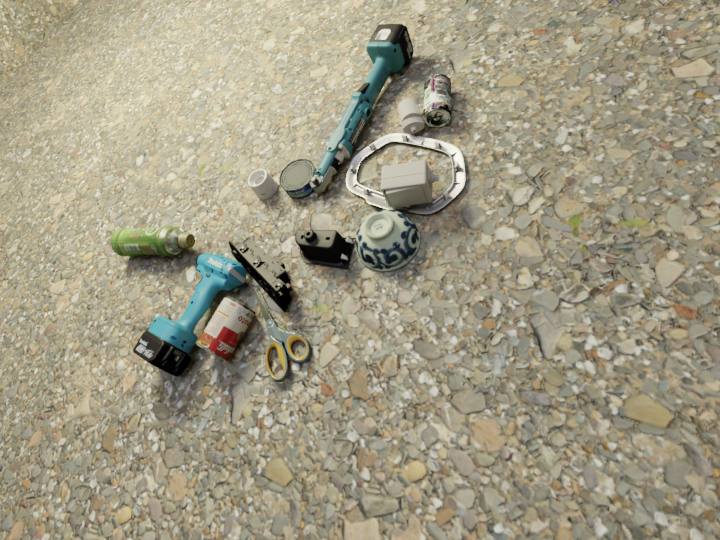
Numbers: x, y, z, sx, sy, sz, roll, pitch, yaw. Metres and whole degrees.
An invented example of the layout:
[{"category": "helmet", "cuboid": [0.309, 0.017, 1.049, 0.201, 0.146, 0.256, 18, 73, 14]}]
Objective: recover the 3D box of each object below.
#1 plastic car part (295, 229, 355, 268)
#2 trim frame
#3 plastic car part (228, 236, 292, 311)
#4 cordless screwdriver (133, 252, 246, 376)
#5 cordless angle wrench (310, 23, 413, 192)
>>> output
[{"category": "plastic car part", "cuboid": [-0.078, -0.051, 0.801, 0.121, 0.067, 0.067, 7, 65, 24]}, {"category": "trim frame", "cuboid": [0.084, -0.195, 0.835, 0.262, 0.026, 0.184, 25, 76, 31]}, {"category": "plastic car part", "cuboid": [-0.195, -0.009, 0.835, 0.066, 0.063, 0.214, -44, 54, -16]}, {"category": "cordless screwdriver", "cuboid": [-0.348, 0.073, 0.853, 0.168, 0.070, 0.249, 16, 67, 42]}, {"category": "cordless angle wrench", "cuboid": [-0.005, -0.353, 0.933, 0.078, 0.093, 0.424, 18, 76, 30]}]
